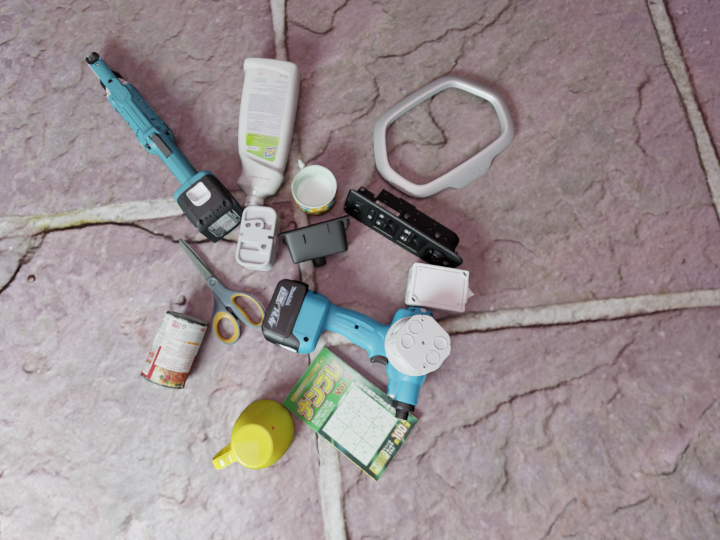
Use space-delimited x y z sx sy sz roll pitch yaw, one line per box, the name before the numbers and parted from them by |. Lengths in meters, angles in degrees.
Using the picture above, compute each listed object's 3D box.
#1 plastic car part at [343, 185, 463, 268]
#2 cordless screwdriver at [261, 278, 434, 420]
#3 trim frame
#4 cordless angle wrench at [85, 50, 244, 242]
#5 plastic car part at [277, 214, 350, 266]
plastic car part | 0.073 -0.072 0.671 0.207 0.065 0.066 36 57 10
cordless screwdriver | -0.023 0.111 0.623 0.250 0.073 0.161 14 71 3
trim frame | 0.137 -0.226 0.711 0.247 0.027 0.188 -34 78 -5
cordless angle wrench | -0.350 -0.229 0.718 0.074 0.095 0.435 -40 75 -6
plastic car part | -0.066 -0.043 0.675 0.117 0.066 0.070 -18 95 2
